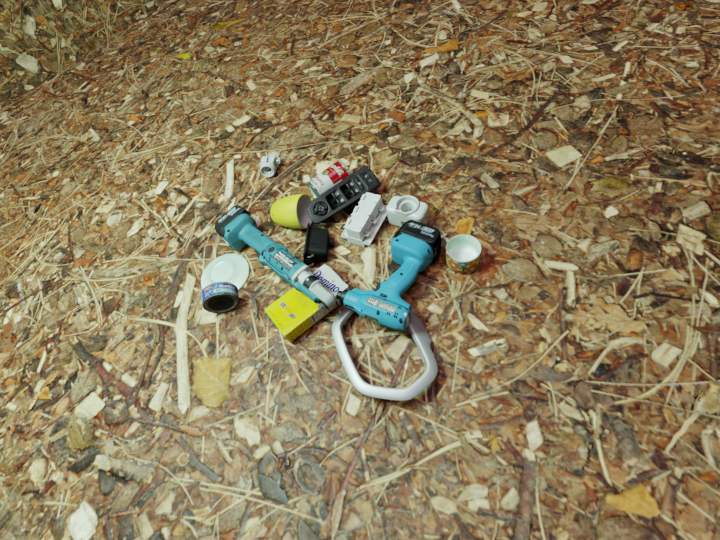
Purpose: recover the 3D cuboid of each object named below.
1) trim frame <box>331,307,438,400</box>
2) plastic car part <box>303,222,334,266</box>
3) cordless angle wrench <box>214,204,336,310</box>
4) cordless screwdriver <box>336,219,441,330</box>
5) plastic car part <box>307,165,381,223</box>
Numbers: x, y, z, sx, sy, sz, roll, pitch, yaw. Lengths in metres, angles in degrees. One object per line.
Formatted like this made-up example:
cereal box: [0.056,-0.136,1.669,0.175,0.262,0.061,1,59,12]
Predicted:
trim frame: [0.046,0.144,0.845,0.183,0.026,0.261,-22,47,-6]
plastic car part: [-0.101,-0.066,1.033,0.071,0.064,0.119,6,53,1]
cordless angle wrench: [-0.202,-0.032,0.997,0.097,0.071,0.448,-44,50,-15]
cordless screwdriver: [0.067,0.000,0.909,0.166,0.071,0.249,17,58,25]
plastic car part: [-0.051,-0.189,1.090,0.201,0.068,0.066,-35,92,-12]
